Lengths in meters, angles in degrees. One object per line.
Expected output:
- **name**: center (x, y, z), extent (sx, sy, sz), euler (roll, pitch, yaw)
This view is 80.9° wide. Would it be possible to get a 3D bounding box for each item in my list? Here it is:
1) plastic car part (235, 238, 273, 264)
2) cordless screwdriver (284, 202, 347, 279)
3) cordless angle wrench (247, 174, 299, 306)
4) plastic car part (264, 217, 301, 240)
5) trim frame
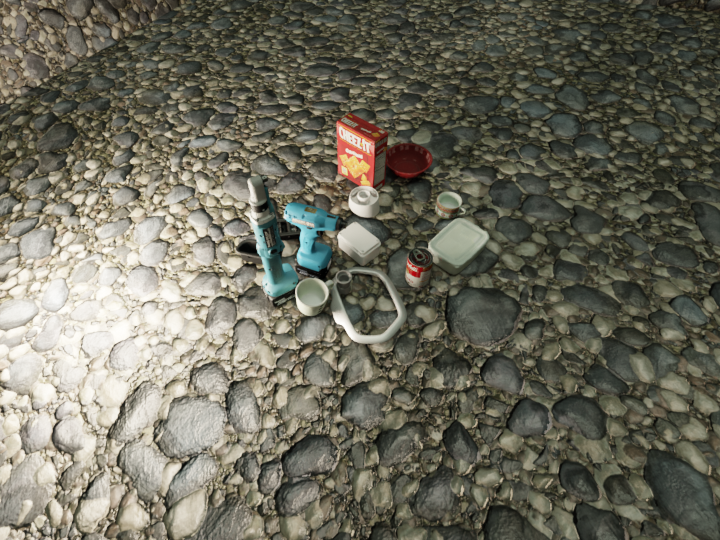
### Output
- **plastic car part**: center (-0.298, -0.046, 1.228), extent (0.119, 0.068, 0.067), euler (8, 53, 10)
- **cordless screwdriver**: center (-0.110, -0.072, 1.124), extent (0.164, 0.240, 0.075), euler (17, 54, 13)
- **cordless angle wrench**: center (-0.218, -0.062, 1.018), extent (0.096, 0.409, 0.078), euler (-26, 57, -19)
- **plastic car part**: center (-0.212, -0.120, 1.282), extent (0.202, 0.065, 0.069), euler (-9, 52, -3)
- **trim frame**: center (0.014, 0.086, 1.125), extent (0.182, 0.026, 0.260), euler (-18, 53, -9)
